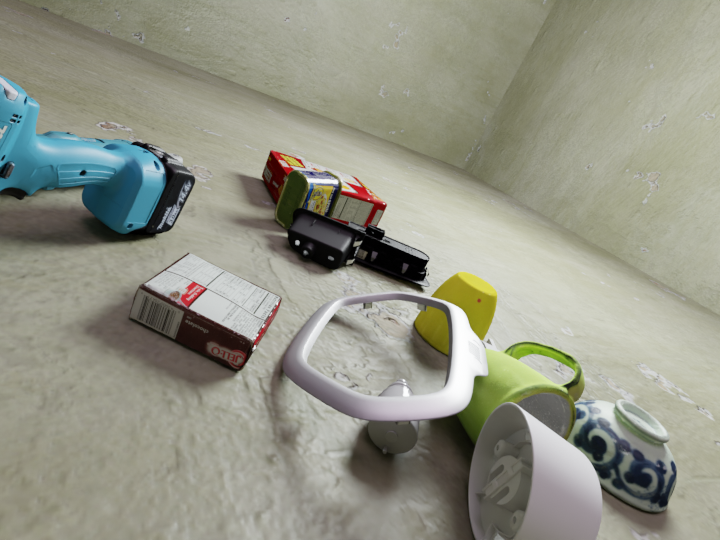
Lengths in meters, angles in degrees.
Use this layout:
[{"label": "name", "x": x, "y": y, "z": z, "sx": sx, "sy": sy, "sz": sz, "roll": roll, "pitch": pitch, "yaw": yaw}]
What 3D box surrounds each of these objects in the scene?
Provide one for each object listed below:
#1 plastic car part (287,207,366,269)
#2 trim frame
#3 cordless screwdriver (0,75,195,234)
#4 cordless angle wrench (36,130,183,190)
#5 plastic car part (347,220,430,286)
[{"label": "plastic car part", "x": -0.062, "y": -0.040, "z": 0.632, "sx": 0.118, "sy": 0.065, "sz": 0.071, "roll": 23, "pitch": 36, "yaw": 5}, {"label": "trim frame", "x": 0.028, "y": 0.071, "z": 0.421, "sx": 0.189, "sy": 0.027, "sz": 0.247, "roll": 2, "pitch": 17, "yaw": 13}, {"label": "cordless screwdriver", "x": -0.285, "y": -0.076, "z": 0.412, "sx": 0.076, "sy": 0.159, "sz": 0.241, "roll": 35, "pitch": 8, "yaw": 12}, {"label": "cordless angle wrench", "x": -0.352, "y": -0.130, "z": 0.496, "sx": 0.076, "sy": 0.097, "sz": 0.416, "roll": 26, "pitch": 19, "yaw": 9}, {"label": "plastic car part", "x": 0.030, "y": -0.035, "z": 0.706, "sx": 0.202, "sy": 0.067, "sz": 0.067, "roll": 26, "pitch": 14, "yaw": -3}]
